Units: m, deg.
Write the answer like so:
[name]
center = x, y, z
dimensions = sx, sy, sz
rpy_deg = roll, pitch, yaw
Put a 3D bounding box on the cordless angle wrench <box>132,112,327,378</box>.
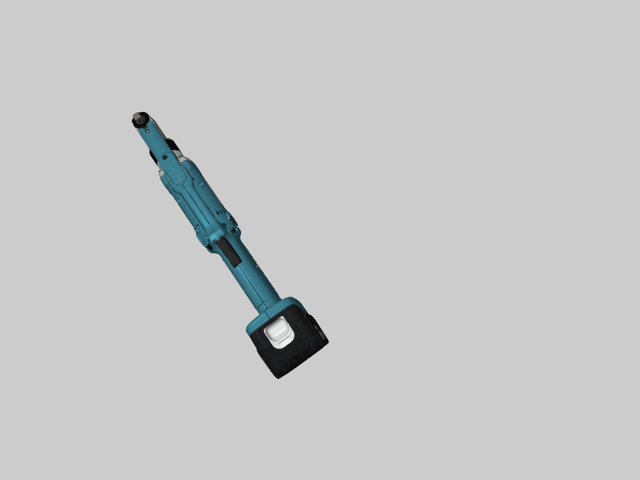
[cordless angle wrench]
center = -0.142, -0.013, 0.582
dimensions = 0.074, 0.422, 0.098
rpy_deg = -36, -12, -2
